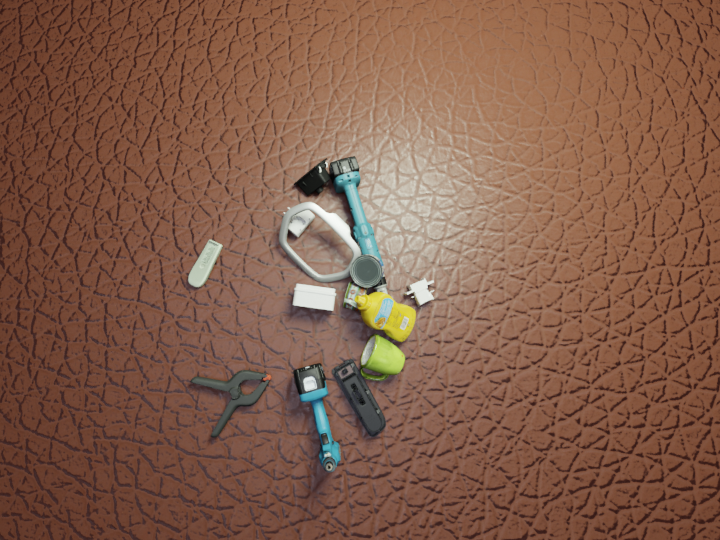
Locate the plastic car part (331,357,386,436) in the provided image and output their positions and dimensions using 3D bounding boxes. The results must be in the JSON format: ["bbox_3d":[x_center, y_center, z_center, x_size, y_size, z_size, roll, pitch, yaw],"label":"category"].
[{"bbox_3d":[0.003,0.337,1.109,0.065,0.067,0.205,-29,83,-12],"label":"plastic car part"}]

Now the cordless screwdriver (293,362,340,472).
[{"bbox_3d":[-0.103,0.364,1.057,0.074,0.157,0.253,-16,79,-4],"label":"cordless screwdriver"}]

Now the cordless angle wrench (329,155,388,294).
[{"bbox_3d":[0.008,-0.104,1.173,0.074,0.098,0.427,-16,83,-7],"label":"cordless angle wrench"}]

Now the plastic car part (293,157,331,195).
[{"bbox_3d":[-0.129,-0.255,1.206,0.070,0.119,0.065,52,43,-7],"label":"plastic car part"}]

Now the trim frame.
[{"bbox_3d":[-0.113,-0.074,1.159,0.247,0.027,0.186,46,112,-2],"label":"trim frame"}]
